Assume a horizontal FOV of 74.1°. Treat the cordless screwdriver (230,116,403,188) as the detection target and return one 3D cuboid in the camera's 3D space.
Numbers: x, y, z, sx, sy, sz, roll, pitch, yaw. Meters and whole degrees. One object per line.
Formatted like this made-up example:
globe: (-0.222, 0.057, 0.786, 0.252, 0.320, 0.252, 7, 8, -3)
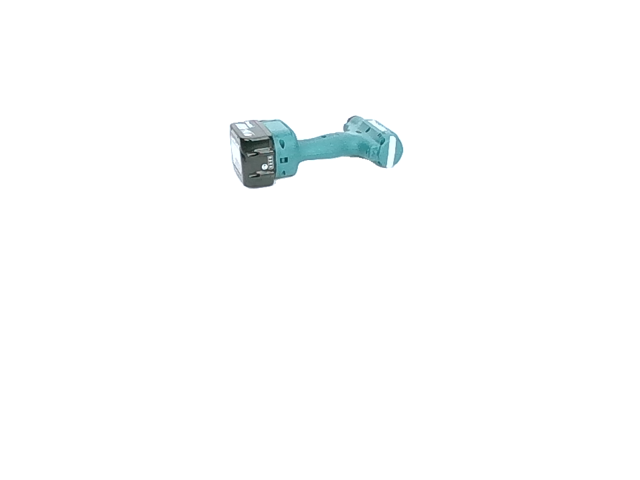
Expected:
cordless screwdriver: (-0.014, -0.154, 0.663, 0.248, 0.074, 0.159, -9, 34, -16)
